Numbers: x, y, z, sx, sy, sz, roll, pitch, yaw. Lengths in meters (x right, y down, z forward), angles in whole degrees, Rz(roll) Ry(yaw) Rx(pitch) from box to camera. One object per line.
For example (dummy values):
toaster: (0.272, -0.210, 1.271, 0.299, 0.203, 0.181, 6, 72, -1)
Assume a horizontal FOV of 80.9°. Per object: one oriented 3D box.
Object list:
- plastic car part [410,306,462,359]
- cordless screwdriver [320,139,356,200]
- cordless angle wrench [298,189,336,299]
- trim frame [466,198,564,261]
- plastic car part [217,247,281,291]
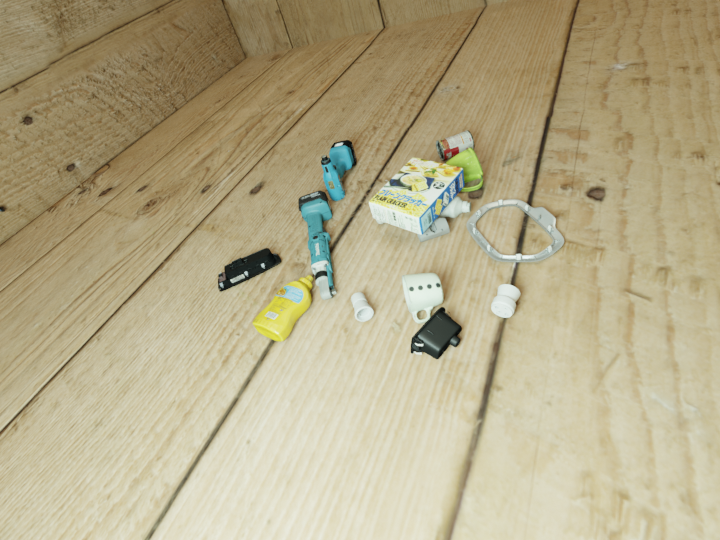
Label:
plastic car part: (0.163, 0.132, 0.855, 0.115, 0.063, 0.075, -39, 57, -23)
cordless screwdriver: (-0.080, -0.368, 1.435, 0.076, 0.152, 0.253, -7, 40, 17)
cordless angle wrench: (-0.118, -0.077, 1.205, 0.099, 0.071, 0.440, -18, 42, 6)
trim frame: (0.371, -0.103, 1.030, 0.185, 0.026, 0.259, -21, 38, 2)
plastic car part: (-0.334, -0.013, 1.245, 0.203, 0.064, 0.069, -21, 32, -1)
